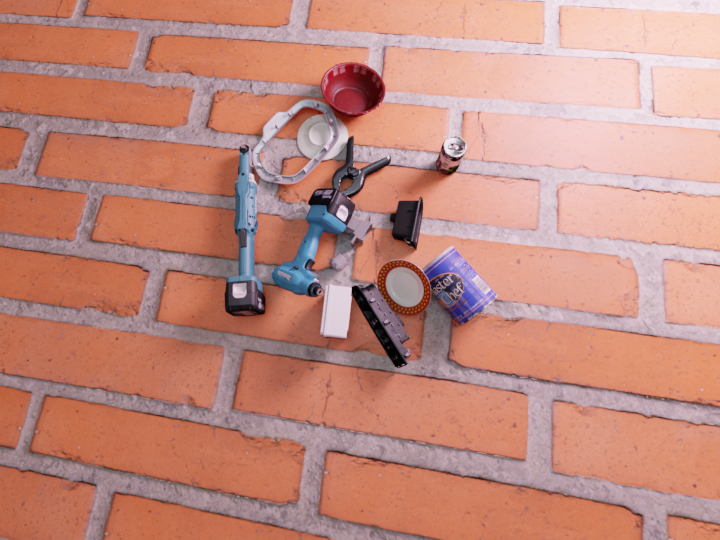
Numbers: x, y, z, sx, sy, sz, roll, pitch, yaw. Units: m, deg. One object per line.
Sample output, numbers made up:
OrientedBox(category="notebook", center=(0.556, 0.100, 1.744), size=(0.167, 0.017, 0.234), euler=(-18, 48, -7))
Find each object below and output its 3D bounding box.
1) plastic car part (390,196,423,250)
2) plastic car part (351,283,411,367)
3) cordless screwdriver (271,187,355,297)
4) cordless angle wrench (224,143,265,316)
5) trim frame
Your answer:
OrientedBox(category="plastic car part", center=(0.104, -0.113, 0.983), size=(0.073, 0.063, 0.118), euler=(4, 73, 18))
OrientedBox(category="plastic car part", center=(0.051, 0.109, 0.928), size=(0.066, 0.065, 0.208), euler=(-33, 76, -14))
OrientedBox(category="cordless screwdriver", center=(-0.092, -0.060, 0.941), size=(0.168, 0.070, 0.249), euler=(16, 76, 48))
OrientedBox(category="cordless angle wrench", center=(-0.273, -0.108, 1.005), size=(0.075, 0.095, 0.432), euler=(-5, 72, 1))
OrientedBox(category="trim frame", center=(-0.165, -0.324, 1.058), size=(0.248, 0.026, 0.191), euler=(-47, 69, 1))
